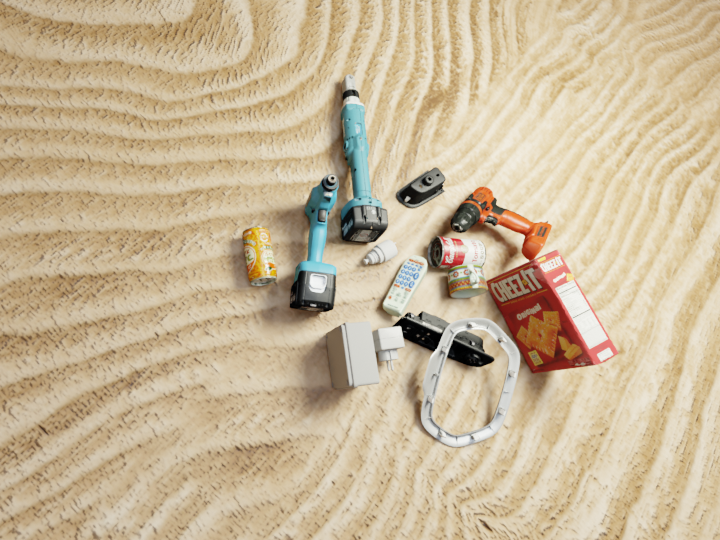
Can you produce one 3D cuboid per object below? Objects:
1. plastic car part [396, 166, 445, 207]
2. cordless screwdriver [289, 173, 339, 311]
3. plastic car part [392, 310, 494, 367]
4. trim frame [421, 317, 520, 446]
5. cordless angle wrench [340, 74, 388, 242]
[{"bbox_3d":[0.146,-0.192,0.951,0.114,0.071,0.067,-33,82,-25],"label":"plastic car part"},{"bbox_3d":[-0.078,-0.051,0.801,0.073,0.160,0.253,8,71,-14],"label":"cordless screwdriver"},{"bbox_3d":[0.166,0.133,0.844,0.203,0.066,0.067,27,41,-1],"label":"plastic car part"},{"bbox_3d":[0.205,0.211,0.796,0.182,0.028,0.248,17,90,-6],"label":"trim frame"},{"bbox_3d":[-0.010,-0.269,0.937,0.072,0.098,0.434,3,66,-19],"label":"cordless angle wrench"}]
